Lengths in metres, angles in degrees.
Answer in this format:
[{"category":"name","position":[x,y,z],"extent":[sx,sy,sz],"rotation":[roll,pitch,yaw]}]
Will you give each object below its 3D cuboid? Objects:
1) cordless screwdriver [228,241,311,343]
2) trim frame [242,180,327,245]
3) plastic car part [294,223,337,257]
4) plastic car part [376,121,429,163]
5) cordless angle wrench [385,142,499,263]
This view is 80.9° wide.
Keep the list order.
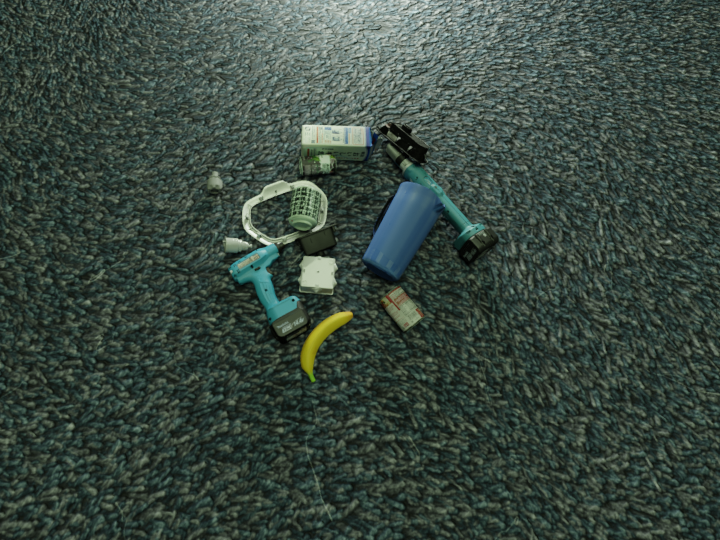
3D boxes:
[{"category":"cordless screwdriver","position":[-0.208,0.047,1.069],"extent":[0.157,0.072,0.258],"rotation":[-33,69,-16]},{"category":"trim frame","position":[-0.209,-0.167,1.183],"extent":[0.246,0.027,0.190],"rotation":[-23,69,-10]},{"category":"plastic car part","position":[-0.111,-0.073,1.134],"extent":[0.115,0.066,0.071],"rotation":[-25,87,-10]},{"category":"plastic car part","position":[0.135,-0.382,1.236],"extent":[0.063,0.067,0.213],"rotation":[1,43,-44]},{"category":"cordless angle wrench","position":[0.205,-0.212,1.191],"extent":[0.073,0.096,0.438],"rotation":[-29,68,-19]}]
